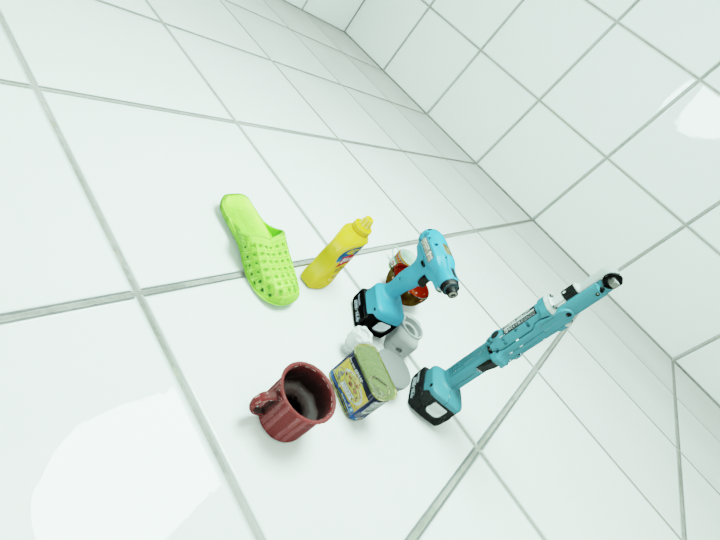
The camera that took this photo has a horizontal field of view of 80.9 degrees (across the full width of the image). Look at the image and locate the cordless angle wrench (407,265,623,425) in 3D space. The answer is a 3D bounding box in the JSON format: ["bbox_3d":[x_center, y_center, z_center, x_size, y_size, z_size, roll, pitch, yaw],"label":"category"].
[{"bbox_3d":[0.251,0.131,0.732,0.074,0.426,0.098,40,31,-7],"label":"cordless angle wrench"}]

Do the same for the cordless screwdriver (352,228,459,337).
[{"bbox_3d":[0.088,0.048,0.833,0.071,0.251,0.165,25,35,-28],"label":"cordless screwdriver"}]
